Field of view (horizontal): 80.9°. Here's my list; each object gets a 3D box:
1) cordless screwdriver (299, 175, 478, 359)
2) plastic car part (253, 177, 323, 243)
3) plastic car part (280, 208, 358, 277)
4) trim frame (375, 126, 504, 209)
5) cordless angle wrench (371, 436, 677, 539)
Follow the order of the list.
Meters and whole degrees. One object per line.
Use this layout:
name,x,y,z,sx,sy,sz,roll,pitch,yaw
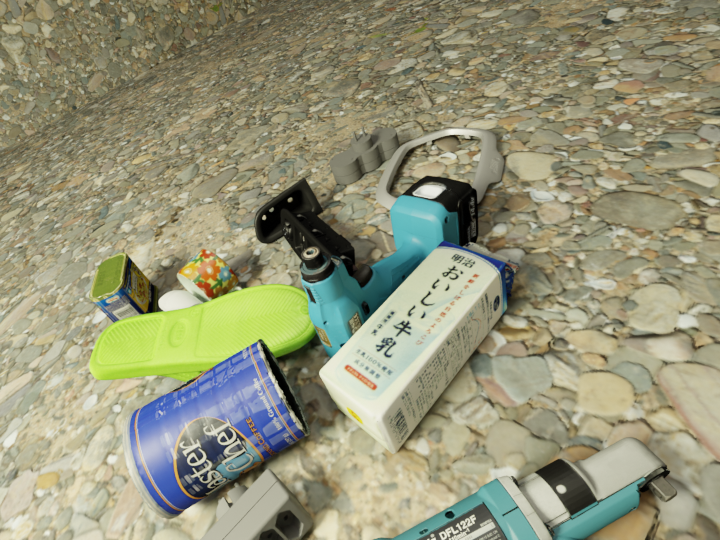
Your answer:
cordless screwdriver,0.035,-0.023,0.467,0.079,0.152,0.246,21,55,39
plastic car part,-0.134,-0.100,0.706,0.116,0.063,0.074,-34,27,-8
plastic car part,-0.058,-0.038,0.597,0.066,0.064,0.215,-27,40,-21
trim frame,0.125,-0.159,0.668,0.192,0.026,0.250,1,45,27
cordless angle wrench,0.019,0.220,0.284,0.420,0.071,0.103,-26,41,-6
